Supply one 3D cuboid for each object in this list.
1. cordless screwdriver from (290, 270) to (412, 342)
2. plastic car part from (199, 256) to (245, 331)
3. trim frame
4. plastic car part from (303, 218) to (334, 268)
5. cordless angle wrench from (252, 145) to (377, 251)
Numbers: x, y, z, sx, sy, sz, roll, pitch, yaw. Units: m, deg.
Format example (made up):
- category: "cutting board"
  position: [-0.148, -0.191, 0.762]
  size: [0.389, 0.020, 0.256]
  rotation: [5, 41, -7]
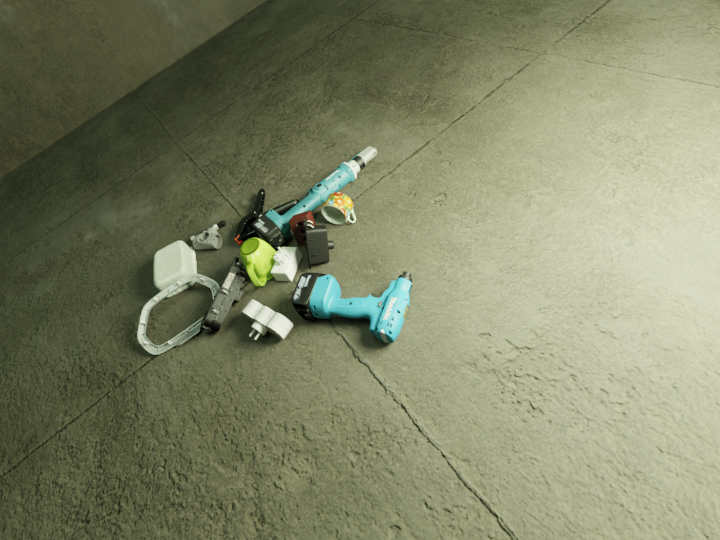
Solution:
- category: "cordless screwdriver"
  position: [-0.017, 0.054, 0.920]
  size: [0.260, 0.071, 0.160]
  rotation: [9, 57, 27]
- category: "plastic car part"
  position: [-0.339, 0.070, 1.065]
  size: [0.067, 0.066, 0.204]
  rotation: [-38, 25, 59]
- category: "trim frame"
  position: [-0.477, 0.109, 1.108]
  size: [0.247, 0.026, 0.193]
  rotation: [-34, 59, -6]
- category: "plastic car part"
  position: [-0.102, -0.067, 1.046]
  size: [0.071, 0.113, 0.068]
  rotation: [-9, 20, -2]
- category: "cordless angle wrench"
  position: [-0.111, -0.220, 1.193]
  size: [0.420, 0.071, 0.104]
  rotation: [-41, 48, -13]
